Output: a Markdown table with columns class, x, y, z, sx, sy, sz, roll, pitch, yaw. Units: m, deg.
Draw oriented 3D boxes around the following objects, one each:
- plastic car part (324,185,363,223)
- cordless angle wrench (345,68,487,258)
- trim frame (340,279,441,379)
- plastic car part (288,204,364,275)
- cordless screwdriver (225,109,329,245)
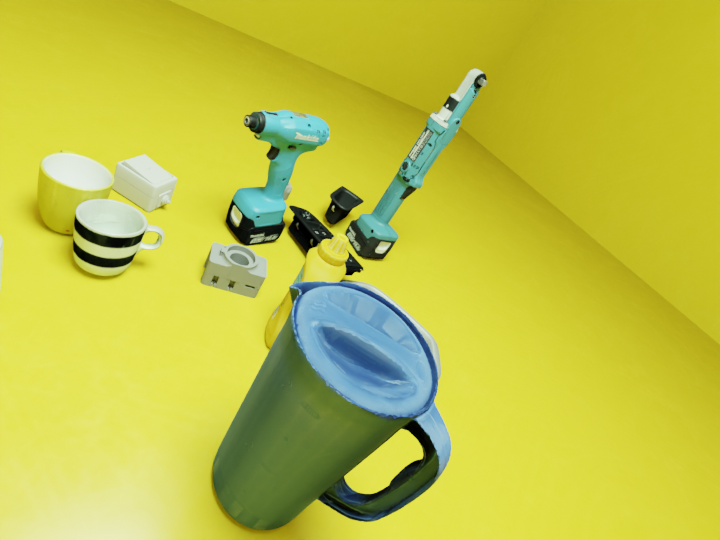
| class | x | y | z | sx | sy | sz | roll | pitch | yaw |
| --- | --- | --- | --- | --- | --- | --- | --- | --- | --- |
| plastic car part | -0.050 | -0.142 | 0.975 | 0.067 | 0.071 | 0.115 | 35 | 30 | 4 |
| cordless angle wrench | 0.109 | -0.204 | 0.855 | 0.071 | 0.422 | 0.103 | 7 | 40 | -38 |
| trim frame | 0.035 | 0.100 | 0.733 | 0.258 | 0.027 | 0.178 | 42 | 32 | 19 |
| plastic car part | -0.080 | -0.052 | 0.820 | 0.063 | 0.067 | 0.213 | -1 | 43 | -44 |
| cordless screwdriver | -0.165 | -0.157 | 0.723 | 0.152 | 0.248 | 0.078 | -9 | 51 | -49 |
